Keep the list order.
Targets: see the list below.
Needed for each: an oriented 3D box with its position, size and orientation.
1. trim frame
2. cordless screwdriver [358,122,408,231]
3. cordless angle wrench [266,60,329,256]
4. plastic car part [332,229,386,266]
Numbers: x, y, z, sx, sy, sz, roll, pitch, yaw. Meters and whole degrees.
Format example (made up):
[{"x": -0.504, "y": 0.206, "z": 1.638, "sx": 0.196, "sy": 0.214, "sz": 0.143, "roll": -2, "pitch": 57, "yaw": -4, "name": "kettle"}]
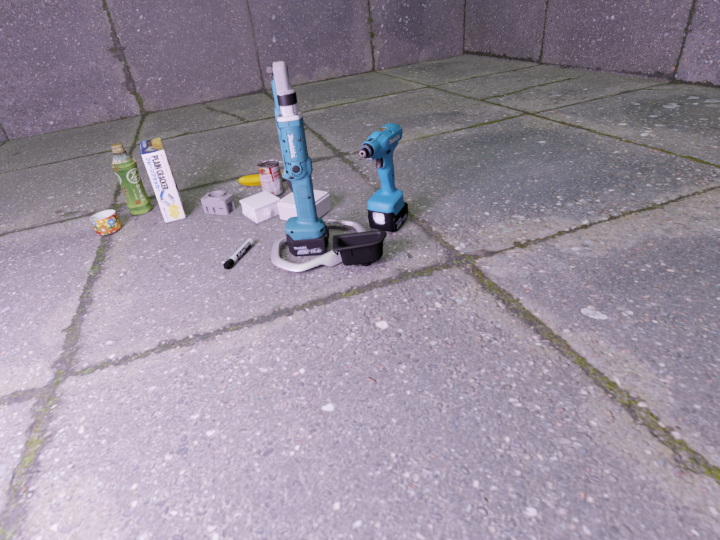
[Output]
[{"x": -0.099, "y": -0.065, "z": 1.010, "sx": 0.243, "sy": 0.026, "sz": 0.195, "roll": -27, "pitch": 37, "yaw": -26, "name": "trim frame"}, {"x": 0.050, "y": -0.206, "z": 0.996, "sx": 0.078, "sy": 0.240, "sz": 0.157, "roll": 13, "pitch": 37, "yaw": 28, "name": "cordless screwdriver"}, {"x": -0.138, "y": -0.227, "z": 0.917, "sx": 0.099, "sy": 0.409, "sz": 0.076, "roll": -3, "pitch": 31, "yaw": 5, "name": "cordless angle wrench"}, {"x": 0.001, "y": -0.042, "z": 0.916, "sx": 0.117, "sy": 0.068, "sz": 0.068, "roll": -5, "pitch": 32, "yaw": 4, "name": "plastic car part"}]
